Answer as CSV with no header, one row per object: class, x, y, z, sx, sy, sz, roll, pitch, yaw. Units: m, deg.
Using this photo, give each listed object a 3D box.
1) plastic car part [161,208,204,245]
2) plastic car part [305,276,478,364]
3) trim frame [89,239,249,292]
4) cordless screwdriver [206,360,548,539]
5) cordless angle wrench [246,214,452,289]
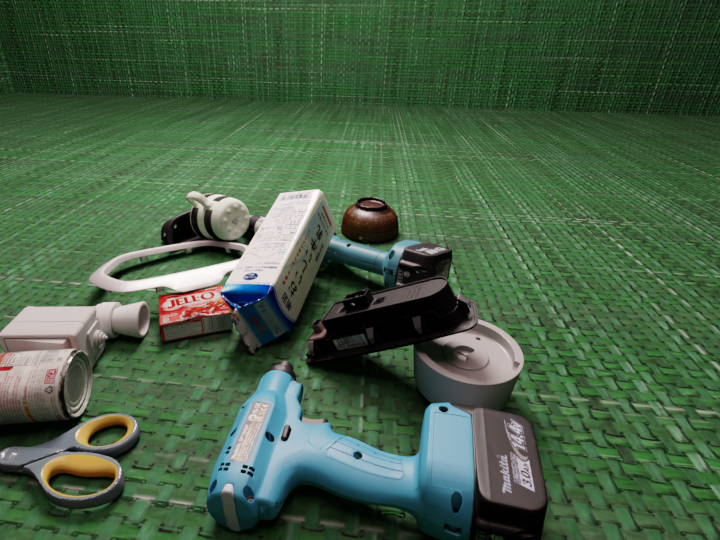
plastic car part,-0.321,-0.083,0.784,0.075,0.064,0.113,8,29,43
plastic car part,0.024,0.050,0.462,0.210,0.066,0.065,-13,13,30
trim frame,-0.277,-0.009,0.649,0.239,0.027,0.195,-13,23,-35
cordless screwdriver,0.011,0.146,0.364,0.253,0.072,0.161,2,29,9
cordless angle wrench,-0.069,-0.045,0.702,0.445,0.073,0.094,17,17,33
